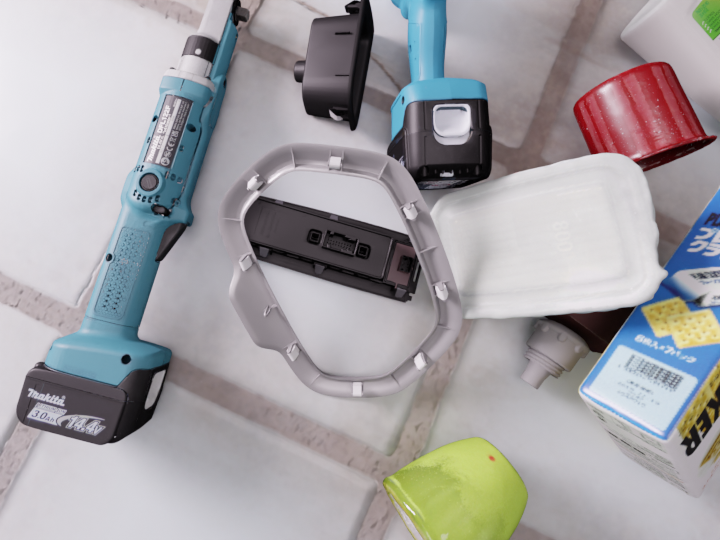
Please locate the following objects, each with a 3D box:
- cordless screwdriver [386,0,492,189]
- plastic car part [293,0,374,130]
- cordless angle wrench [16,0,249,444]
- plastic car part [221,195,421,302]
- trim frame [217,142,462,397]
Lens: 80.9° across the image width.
[{"bbox_3d":[0.067,-0.199,0.368,0.074,0.159,0.250,-2,86,-6],"label":"cordless screwdriver"},{"bbox_3d":[-0.029,-0.203,0.420,0.073,0.064,0.117,12,87,13],"label":"plastic car part"},{"bbox_3d":[-0.186,-0.072,0.394,0.098,0.074,0.425,14,81,-2],"label":"cordless angle wrench"},{"bbox_3d":[-0.039,-0.025,0.396,0.204,0.067,0.066,16,91,3],"label":"plastic car part"},{"bbox_3d":[-0.019,0.012,0.360,0.187,0.028,0.241,-19,109,14],"label":"trim frame"}]
